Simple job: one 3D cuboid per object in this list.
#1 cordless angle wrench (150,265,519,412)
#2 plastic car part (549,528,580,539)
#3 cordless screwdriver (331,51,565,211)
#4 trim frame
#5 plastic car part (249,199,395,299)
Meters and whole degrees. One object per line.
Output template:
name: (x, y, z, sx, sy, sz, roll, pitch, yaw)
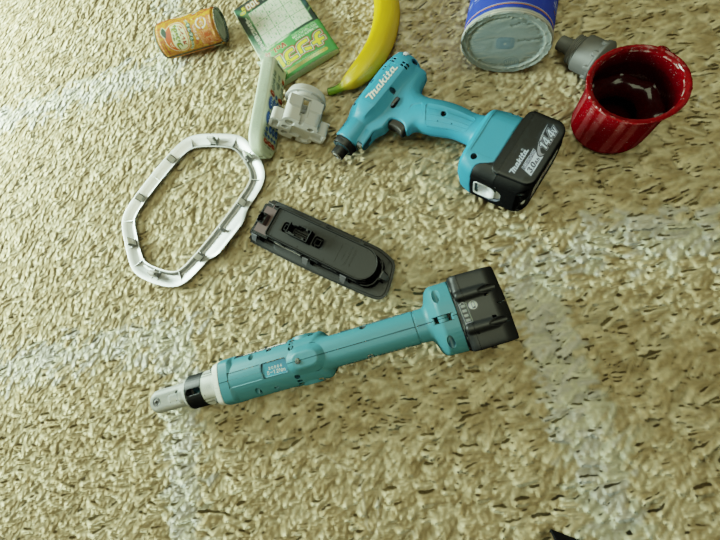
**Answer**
cordless angle wrench: (-0.055, 0.098, 0.474, 0.429, 0.094, 0.076, -18, 77, 12)
plastic car part: (0.227, 0.296, 0.366, 0.120, 0.064, 0.071, 17, 95, 14)
cordless screwdriver: (0.093, -0.155, 0.514, 0.260, 0.071, 0.159, 37, 87, 24)
trim frame: (-0.245, -0.094, 0.606, 0.191, 0.026, 0.248, 36, 85, 19)
plastic car part: (-0.051, -0.034, 0.524, 0.209, 0.065, 0.066, 26, 76, 16)
